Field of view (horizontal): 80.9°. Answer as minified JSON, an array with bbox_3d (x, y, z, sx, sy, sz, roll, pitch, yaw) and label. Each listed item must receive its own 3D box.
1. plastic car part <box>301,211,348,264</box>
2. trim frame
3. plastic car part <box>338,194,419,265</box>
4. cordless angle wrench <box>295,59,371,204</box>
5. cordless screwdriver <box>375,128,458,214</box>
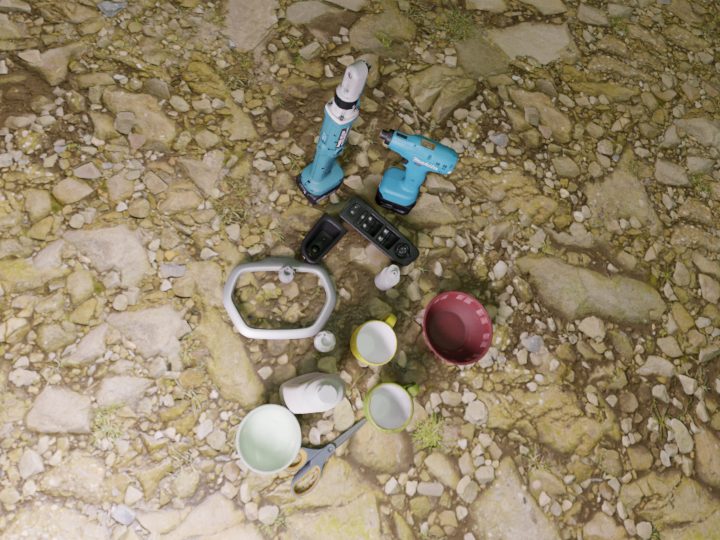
[{"bbox_3d":[-0.093,-0.061,0.950,0.066,0.071,0.116,39,71,1],"label":"plastic car part"},{"bbox_3d":[-0.174,0.056,0.922,0.245,0.027,0.188,-1,73,-9],"label":"trim frame"},{"bbox_3d":[0.041,-0.082,0.979,0.205,0.067,0.066,39,70,4],"label":"plastic car part"},{"bbox_3d":[-0.055,-0.255,0.832,0.097,0.423,0.075,-35,86,-19],"label":"cordless angle wrench"},{"bbox_3d":[0.090,-0.219,0.935,0.158,0.249,0.075,23,71,-6],"label":"cordless screwdriver"}]
